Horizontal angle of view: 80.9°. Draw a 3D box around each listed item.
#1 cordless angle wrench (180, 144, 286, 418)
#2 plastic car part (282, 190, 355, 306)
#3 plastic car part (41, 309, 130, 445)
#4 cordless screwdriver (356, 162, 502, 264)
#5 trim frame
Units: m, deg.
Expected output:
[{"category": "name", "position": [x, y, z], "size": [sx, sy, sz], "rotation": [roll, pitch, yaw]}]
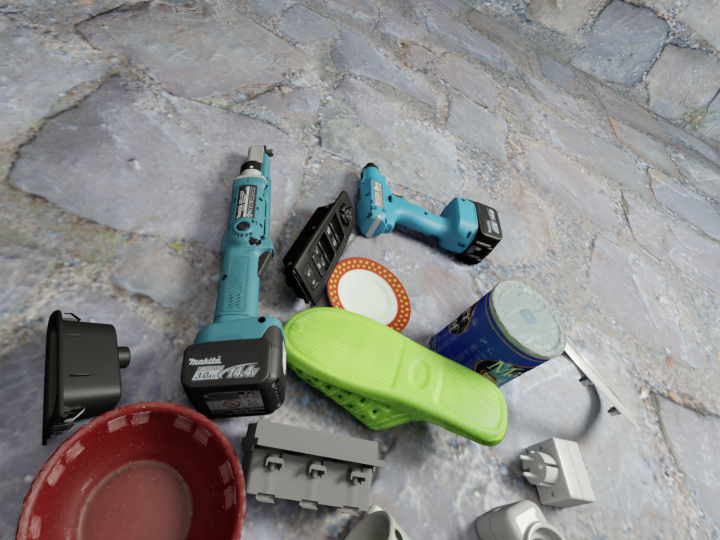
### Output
[{"category": "cordless angle wrench", "position": [-0.145, -0.037, 0.543], "size": [0.098, 0.072, 0.439], "rotation": [-5, 48, -4]}, {"category": "plastic car part", "position": [-0.059, -0.038, 0.600], "size": [0.063, 0.070, 0.203], "rotation": [57, 40, -28]}, {"category": "plastic car part", "position": [-0.255, 0.090, 0.399], "size": [0.067, 0.066, 0.122], "rotation": [12, 43, -41]}, {"category": "cordless screwdriver", "position": [0.112, -0.107, 0.739], "size": [0.243, 0.074, 0.164], "rotation": [13, 48, -12]}, {"category": "trim frame", "position": [0.302, 0.120, 0.608], "size": [0.240, 0.028, 0.189], "rotation": [40, 19, -21]}]
